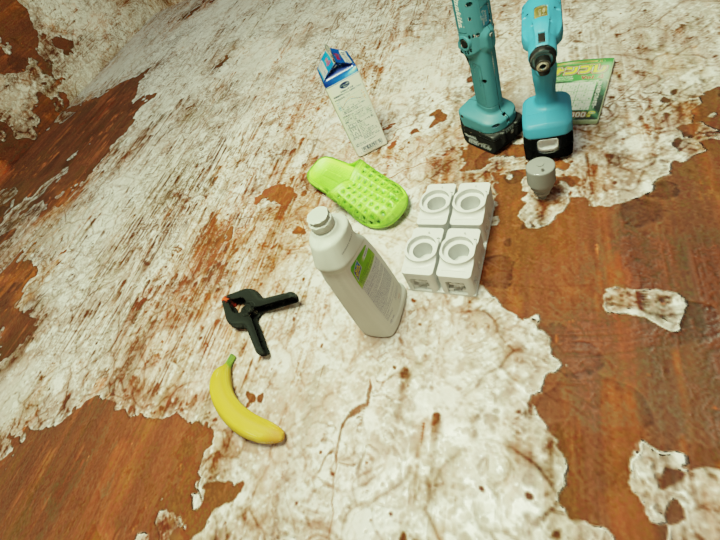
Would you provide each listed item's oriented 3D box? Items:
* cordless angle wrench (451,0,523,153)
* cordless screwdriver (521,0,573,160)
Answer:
[{"bbox_3d":[0.182,-0.373,0.669,0.074,0.401,0.104,-39,47,-7],"label":"cordless angle wrench"},{"bbox_3d":[0.283,-0.270,0.648,0.077,0.236,0.161,-2,54,26],"label":"cordless screwdriver"}]
